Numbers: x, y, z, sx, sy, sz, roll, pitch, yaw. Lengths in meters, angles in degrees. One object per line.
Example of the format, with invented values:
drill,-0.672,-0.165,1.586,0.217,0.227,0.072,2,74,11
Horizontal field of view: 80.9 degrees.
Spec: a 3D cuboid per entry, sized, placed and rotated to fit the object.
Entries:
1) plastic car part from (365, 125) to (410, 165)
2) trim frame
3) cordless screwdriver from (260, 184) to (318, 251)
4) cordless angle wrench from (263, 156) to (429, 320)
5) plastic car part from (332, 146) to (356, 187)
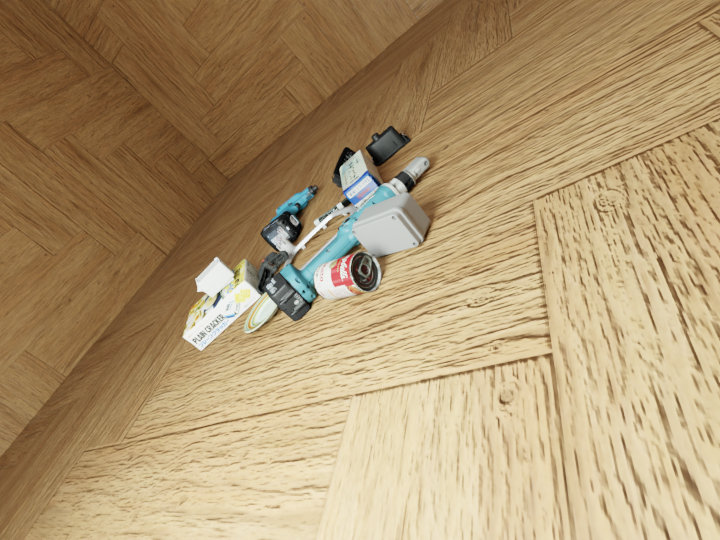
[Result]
plastic car part,0.063,-0.336,1.115,0.118,0.068,0.068,-35,23,14
trim frame,-0.097,-0.063,0.992,0.248,0.026,0.191,-43,24,-1
cordless screwdriver,-0.201,-0.168,1.255,0.161,0.072,0.254,-34,23,21
cordless angle wrench,-0.012,-0.081,0.846,0.422,0.071,0.102,-45,24,-6
plastic car part,-0.043,-0.291,1.225,0.206,0.065,0.067,-77,13,-47
